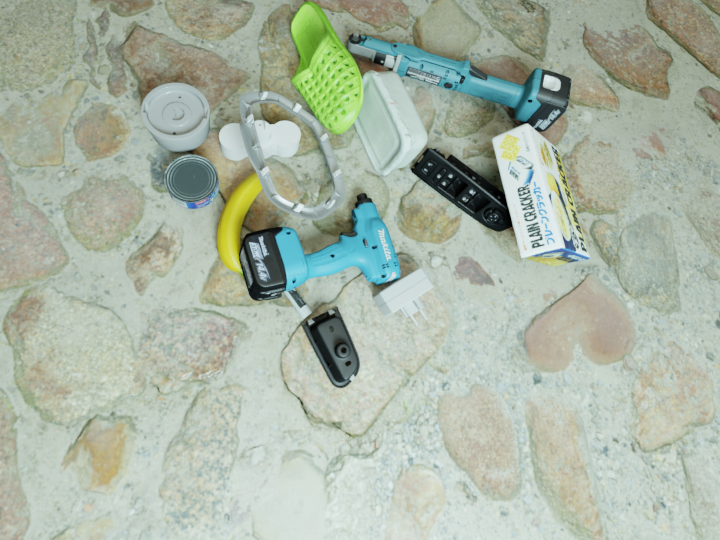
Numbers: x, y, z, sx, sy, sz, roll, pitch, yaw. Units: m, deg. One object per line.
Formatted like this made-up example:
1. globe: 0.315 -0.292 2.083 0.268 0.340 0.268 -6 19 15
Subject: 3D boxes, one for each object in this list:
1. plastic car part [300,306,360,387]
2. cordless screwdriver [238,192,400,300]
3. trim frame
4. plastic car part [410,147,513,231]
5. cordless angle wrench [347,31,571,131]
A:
1. plastic car part: -0.035 0.115 0.637 0.065 0.070 0.119 -24 76 -15
2. cordless screwdriver: -0.066 -0.043 0.670 0.241 0.074 0.163 -9 70 -21
3. trim frame: -0.107 -0.190 0.673 0.176 0.028 0.255 -3 67 -39
4. plastic car part: 0.193 -0.147 0.759 0.205 0.066 0.066 41 47 6
5. cordless angle wrench: 0.177 -0.379 0.816 0.425 0.097 0.075 18 72 2
